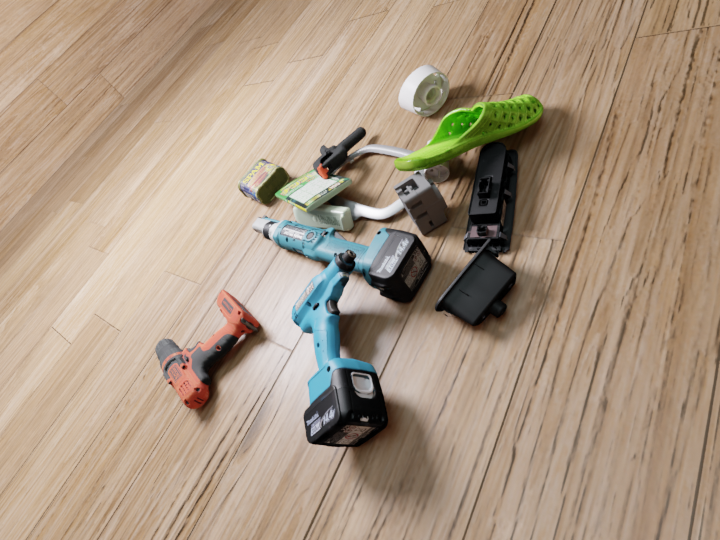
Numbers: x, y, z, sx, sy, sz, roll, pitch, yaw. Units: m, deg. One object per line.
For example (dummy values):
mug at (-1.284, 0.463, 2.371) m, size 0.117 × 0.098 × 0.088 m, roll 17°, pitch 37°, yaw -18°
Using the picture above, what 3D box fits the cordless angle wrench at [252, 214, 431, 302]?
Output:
cordless angle wrench at (-0.076, -0.050, 0.776) m, size 0.447 × 0.070 × 0.098 m, roll 18°, pitch 67°, yaw 43°

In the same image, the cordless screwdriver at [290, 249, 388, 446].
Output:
cordless screwdriver at (-0.030, 0.098, 0.587) m, size 0.159 × 0.071 × 0.260 m, roll -54°, pitch 35°, yaw 30°

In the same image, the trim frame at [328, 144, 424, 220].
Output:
trim frame at (0.020, -0.177, 0.839) m, size 0.263 × 0.026 × 0.183 m, roll 27°, pitch 73°, yaw 42°

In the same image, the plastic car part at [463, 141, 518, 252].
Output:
plastic car part at (0.200, -0.124, 0.656) m, size 0.069 × 0.063 × 0.205 m, roll -7°, pitch 50°, yaw 39°

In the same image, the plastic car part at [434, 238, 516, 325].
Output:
plastic car part at (0.164, 0.029, 0.565) m, size 0.075 × 0.063 × 0.116 m, roll 34°, pitch 82°, yaw 31°
